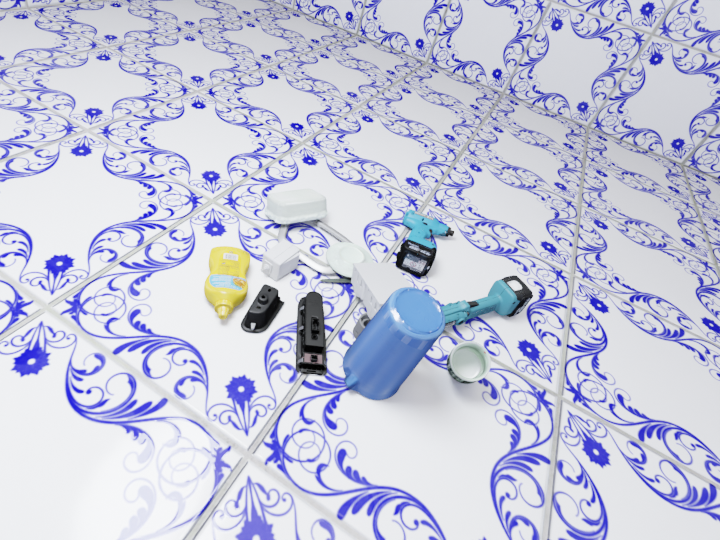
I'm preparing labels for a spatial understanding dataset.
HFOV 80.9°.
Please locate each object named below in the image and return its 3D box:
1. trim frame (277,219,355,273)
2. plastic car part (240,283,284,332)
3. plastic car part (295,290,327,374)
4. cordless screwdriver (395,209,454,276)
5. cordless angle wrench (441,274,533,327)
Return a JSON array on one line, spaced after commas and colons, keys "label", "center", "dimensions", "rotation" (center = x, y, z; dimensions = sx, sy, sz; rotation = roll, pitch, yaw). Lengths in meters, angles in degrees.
[{"label": "trim frame", "center": [-0.113, -0.074, 1.151], "dimensions": [0.258, 0.027, 0.181], "rotation": [32, 45, 20]}, {"label": "plastic car part", "center": [-0.214, 0.076, 0.927], "dimensions": [0.067, 0.070, 0.117], "rotation": [21, 39, 4]}, {"label": "plastic car part", "center": [-0.106, 0.122, 0.921], "dimensions": [0.065, 0.065, 0.210], "rotation": [2, 41, -9]}, {"label": "cordless screwdriver", "center": [0.190, -0.082, 1.221], "dimensions": [0.160, 0.073, 0.251], "rotation": [19, 38, 1]}, {"label": "cordless angle wrench", "center": [0.231, 0.104, 1.030], "dimensions": [0.411, 0.096, 0.078], "rotation": [-13, 51, -23]}]
